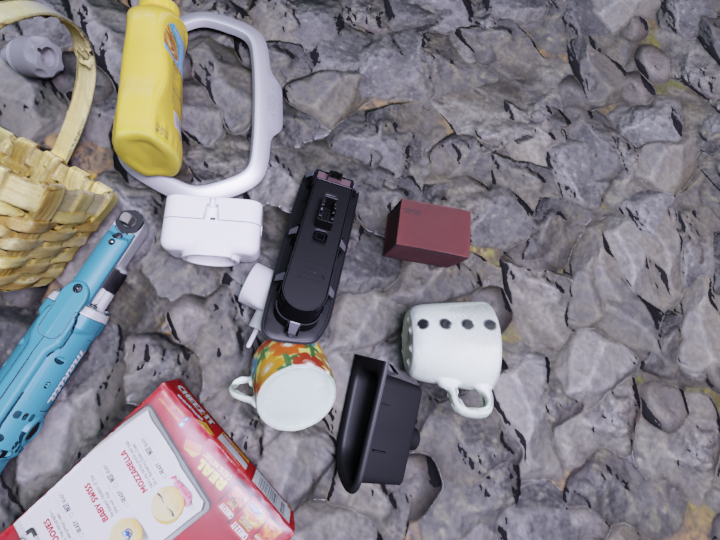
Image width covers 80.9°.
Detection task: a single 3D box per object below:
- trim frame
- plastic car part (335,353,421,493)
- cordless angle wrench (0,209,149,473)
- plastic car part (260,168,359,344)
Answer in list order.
[{"bbox_3d":[-0.181,-0.191,0.483,0.182,0.027,0.253,-2,74,-6],"label":"trim frame"},{"bbox_3d":[0.023,0.146,0.402,0.069,0.067,0.117,15,78,-20],"label":"plastic car part"},{"bbox_3d":[-0.305,0.128,0.361,0.074,0.098,0.425,25,70,-3],"label":"cordless angle wrench"},{"bbox_3d":[-0.040,-0.026,0.409,0.065,0.067,0.206,20,59,-13],"label":"plastic car part"}]
